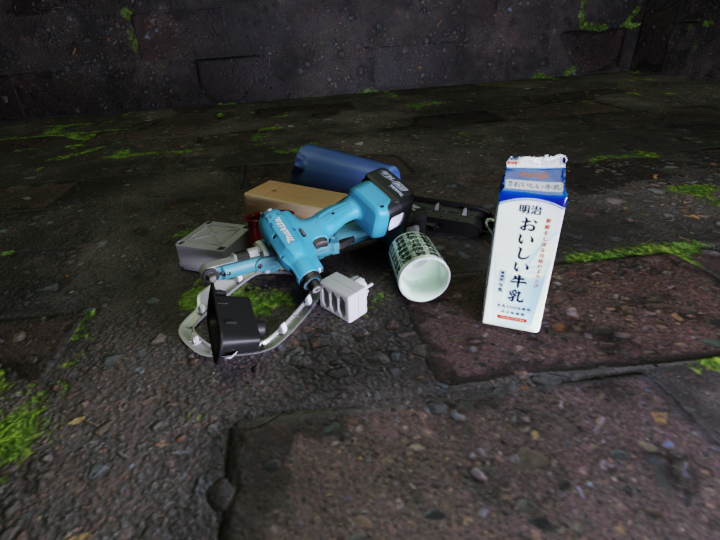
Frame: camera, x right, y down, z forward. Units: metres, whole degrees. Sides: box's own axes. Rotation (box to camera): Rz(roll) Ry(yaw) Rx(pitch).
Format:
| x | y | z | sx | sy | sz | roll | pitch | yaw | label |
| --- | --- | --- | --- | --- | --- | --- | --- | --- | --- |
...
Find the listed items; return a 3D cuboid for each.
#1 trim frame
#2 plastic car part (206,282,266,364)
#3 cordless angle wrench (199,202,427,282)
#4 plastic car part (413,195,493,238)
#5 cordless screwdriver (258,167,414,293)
| x | y | z | sx | sy | sz | roll | pitch | yaw | label |
| --- | --- | --- | --- | --- | --- | --- | --- | --- | --- |
| -0.168 | 0.051 | 0.665 | 0.192 | 0.027 | 0.246 | 10 | 35 | 24 | trim frame |
| -0.163 | 0.074 | 0.560 | 0.068 | 0.065 | 0.123 | -2 | 30 | -28 | plastic car part |
| -0.073 | -0.048 | 0.749 | 0.411 | 0.072 | 0.103 | -16 | 33 | -25 | cordless angle wrench |
| 0.160 | -0.106 | 0.852 | 0.211 | 0.064 | 0.067 | 10 | 42 | 23 | plastic car part |
| -0.023 | -0.067 | 0.682 | 0.243 | 0.072 | 0.167 | -25 | 57 | -21 | cordless screwdriver |
